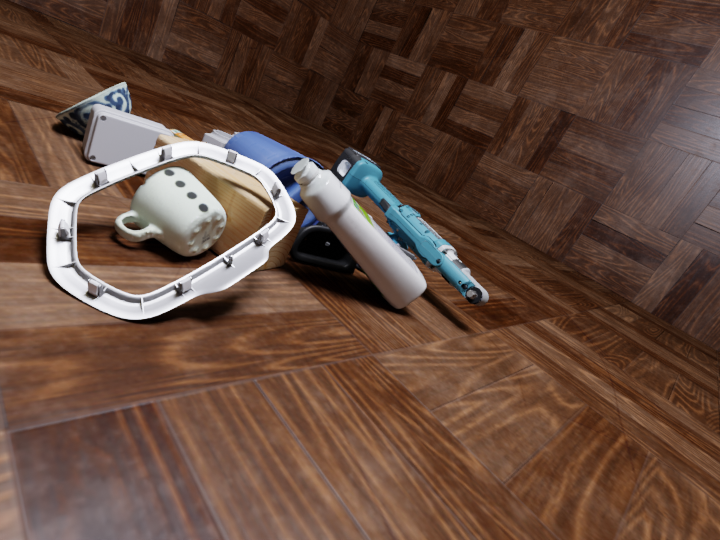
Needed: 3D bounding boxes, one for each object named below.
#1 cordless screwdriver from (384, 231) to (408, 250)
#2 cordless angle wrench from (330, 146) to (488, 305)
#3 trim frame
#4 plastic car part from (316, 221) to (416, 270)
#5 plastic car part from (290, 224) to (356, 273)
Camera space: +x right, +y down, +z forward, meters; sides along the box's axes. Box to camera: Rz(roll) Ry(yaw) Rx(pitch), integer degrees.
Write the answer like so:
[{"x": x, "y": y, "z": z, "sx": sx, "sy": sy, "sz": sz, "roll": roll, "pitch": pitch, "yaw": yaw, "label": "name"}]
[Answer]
[{"x": -0.016, "y": -0.101, "z": 0.845, "sx": 0.251, "sy": 0.074, "sz": 0.158, "roll": 32, "pitch": 18, "yaw": 4, "label": "cordless screwdriver"}, {"x": 0.081, "y": -0.089, "z": 0.775, "sx": 0.092, "sy": 0.074, "sz": 0.446, "roll": 17, "pitch": 27, "yaw": -45, "label": "cordless angle wrench"}, {"x": -0.174, "y": -0.055, "z": 0.417, "sx": 0.188, "sy": 0.027, "sz": 0.243, "roll": 43, "pitch": 49, "yaw": 11, "label": "trim frame"}, {"x": -0.008, "y": -0.046, "z": 0.723, "sx": 0.207, "sy": 0.066, "sz": 0.066, "roll": 30, "pitch": 8, "yaw": 10, "label": "plastic car part"}, {"x": -0.064, "y": -0.042, "z": 0.656, "sx": 0.111, "sy": 0.066, "sz": 0.074, "roll": 12, "pitch": 8, "yaw": -29, "label": "plastic car part"}]
